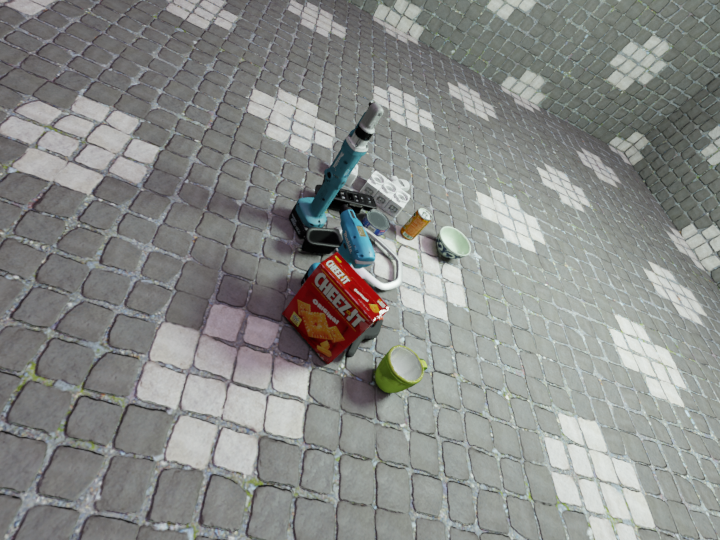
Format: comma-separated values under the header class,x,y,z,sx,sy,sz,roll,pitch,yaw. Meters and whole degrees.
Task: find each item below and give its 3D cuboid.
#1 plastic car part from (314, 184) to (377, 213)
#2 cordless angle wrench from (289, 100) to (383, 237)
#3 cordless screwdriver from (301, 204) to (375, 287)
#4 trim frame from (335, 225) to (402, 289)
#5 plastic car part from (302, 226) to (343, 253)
class,x,y,z,sx,sy,sz,roll,pitch,yaw
plastic car part,-0.055,-0.218,1.310,0.195,0.067,0.069,13,49,-22
cordless angle wrench,-0.060,-0.241,1.066,0.071,0.425,0.101,-9,62,-40
cordless screwdriver,-0.062,-0.027,1.006,0.071,0.250,0.166,3,54,-33
trim frame,0.022,-0.043,1.232,0.253,0.027,0.181,43,44,8
plastic car part,-0.112,-0.073,1.145,0.111,0.071,0.069,1,54,-32
